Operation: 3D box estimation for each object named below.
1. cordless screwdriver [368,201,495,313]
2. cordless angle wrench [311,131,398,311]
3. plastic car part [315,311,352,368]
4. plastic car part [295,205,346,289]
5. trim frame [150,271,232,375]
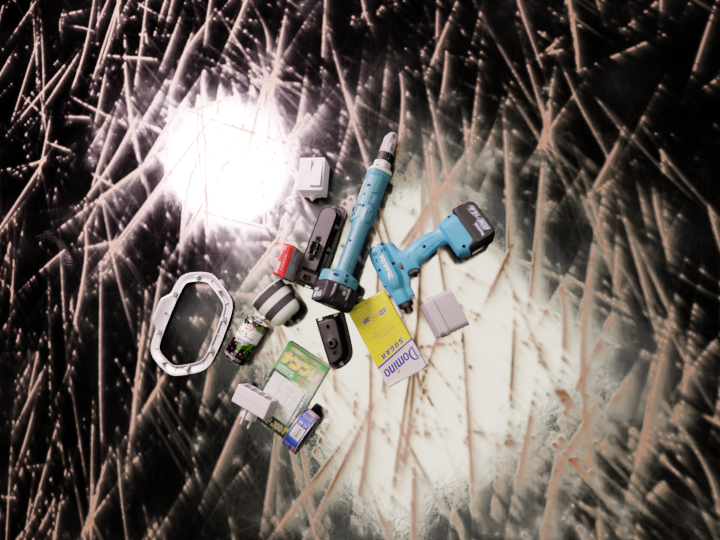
[{"bbox_3d":[0.157,-0.027,0.883,0.251,0.072,0.163,-27,74,9],"label":"cordless screwdriver"},{"bbox_3d":[0.006,-0.120,0.928,0.072,0.100,0.425,24,77,-17],"label":"cordless angle wrench"},{"bbox_3d":[-0.057,0.146,0.891,0.067,0.068,0.119,-18,72,7],"label":"plastic car part"},{"bbox_3d":[-0.093,-0.061,0.953,0.069,0.064,0.204,16,79,24],"label":"plastic car part"},{"bbox_3d":[-0.402,0.123,0.995,0.190,0.026,0.249,18,84,17],"label":"trim frame"}]
